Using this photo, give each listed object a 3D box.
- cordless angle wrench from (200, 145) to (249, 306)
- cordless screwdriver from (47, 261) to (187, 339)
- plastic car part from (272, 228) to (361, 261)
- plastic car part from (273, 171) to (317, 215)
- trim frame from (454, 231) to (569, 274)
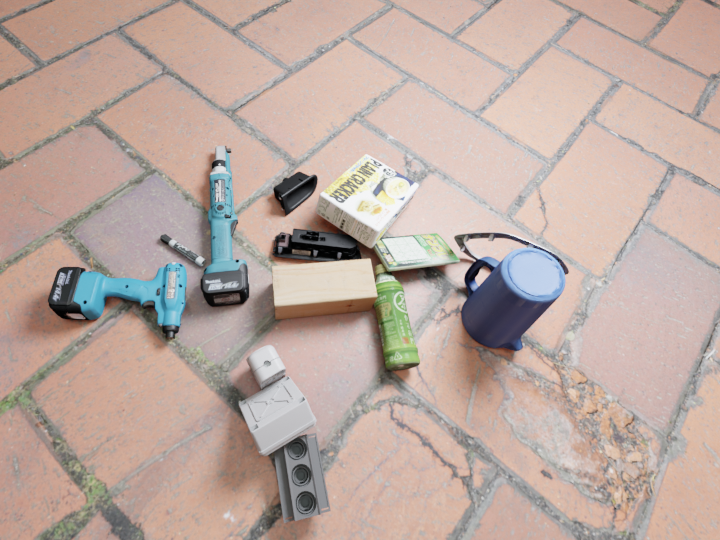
[{"bbox_3d":[-0.318,-0.128,0.975,0.096,0.073,0.438,-7,61,-10],"label":"cordless angle wrench"},{"bbox_3d":[-0.483,0.065,0.855,0.245,0.073,0.164,-2,63,-11],"label":"cordless screwdriver"},{"bbox_3d":[-0.094,-0.062,0.962,0.201,0.066,0.068,9,43,-5],"label":"plastic car part"},{"bbox_3d":[-0.167,-0.201,1.035,0.074,0.064,0.115,31,59,24],"label":"plastic car part"},{"bbox_3d":[0.304,-0.029,0.882,0.178,0.257,0.027,32,78,-21],"label":"trim frame"}]
